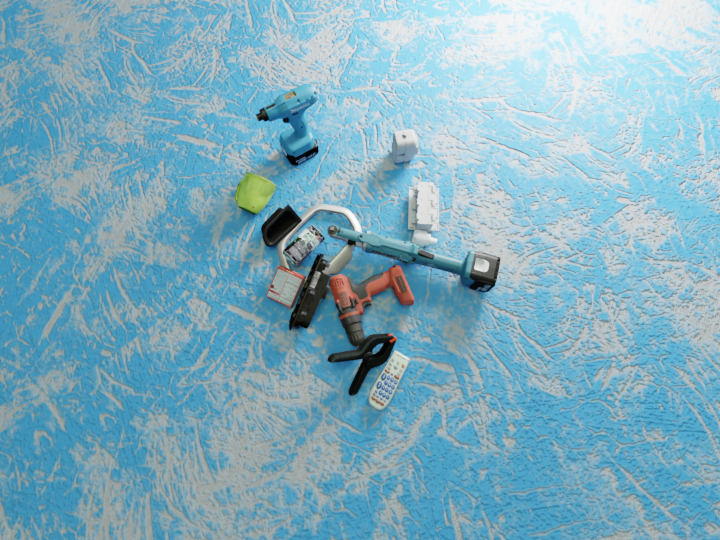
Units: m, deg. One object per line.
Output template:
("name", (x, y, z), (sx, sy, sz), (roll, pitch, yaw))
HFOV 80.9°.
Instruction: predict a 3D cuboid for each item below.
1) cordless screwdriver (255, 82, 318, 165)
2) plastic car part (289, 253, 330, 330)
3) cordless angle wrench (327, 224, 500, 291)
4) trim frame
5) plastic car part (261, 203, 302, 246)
("cordless screwdriver", (-0.189, -0.374, 1.122), (0.157, 0.244, 0.076), (-29, 75, -12))
("plastic car part", (-0.122, 0.060, 1.057), (0.065, 0.068, 0.203), (28, 85, -19))
("cordless angle wrench", (0.119, -0.045, 1.060), (0.432, 0.095, 0.075), (16, 74, 11))
("trim frame", (-0.110, -0.072, 1.129), (0.190, 0.027, 0.247), (39, 77, 17))
("plastic car part", (-0.227, -0.126, 1.139), (0.116, 0.062, 0.075), (-43, 37, -3))
